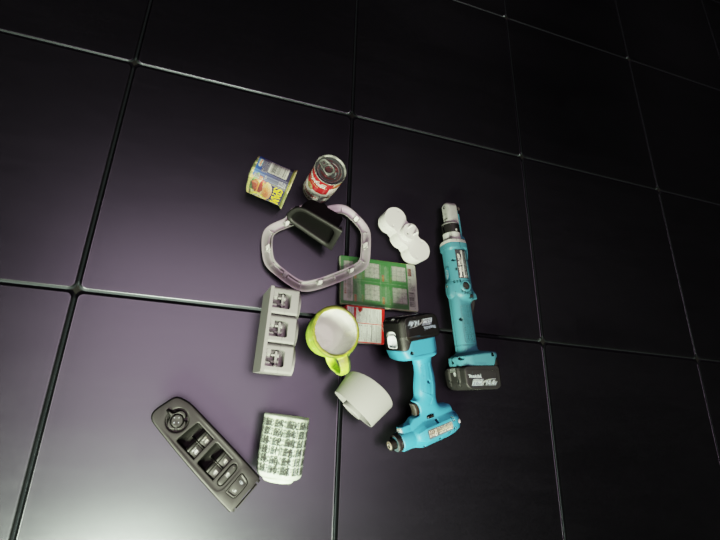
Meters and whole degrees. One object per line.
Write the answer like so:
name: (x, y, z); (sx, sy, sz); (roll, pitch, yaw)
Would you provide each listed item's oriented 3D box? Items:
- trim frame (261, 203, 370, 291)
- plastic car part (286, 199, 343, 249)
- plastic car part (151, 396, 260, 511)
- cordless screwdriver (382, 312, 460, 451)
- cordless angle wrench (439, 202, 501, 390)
trim frame: (-0.087, -0.057, 0.887); (0.243, 0.027, 0.189); (-20, 72, -20)
plastic car part: (-0.084, -0.108, 0.872); (0.118, 0.066, 0.070); (35, 47, 4)
plastic car part: (-0.258, 0.291, 0.699); (0.066, 0.068, 0.202); (-43, 93, -18)
cordless screwdriver: (0.098, 0.213, 0.822); (0.154, 0.076, 0.250); (-10, 85, -29)
cordless angle wrench: (0.221, 0.042, 0.939); (0.095, 0.075, 0.432); (3, 69, -19)
